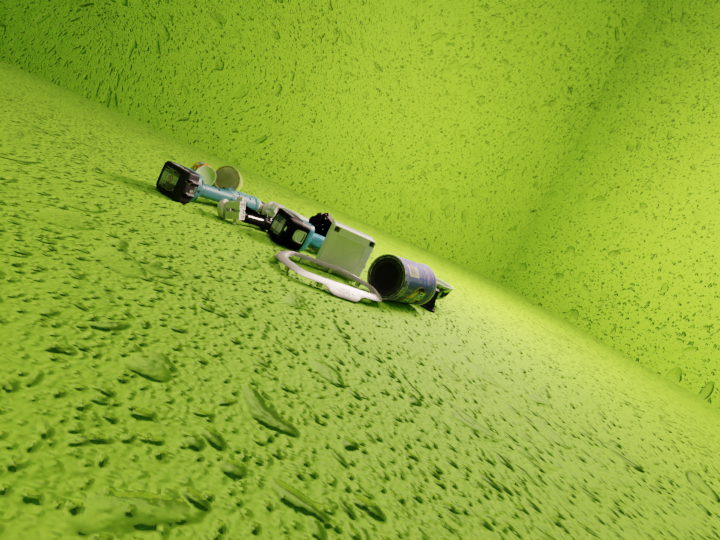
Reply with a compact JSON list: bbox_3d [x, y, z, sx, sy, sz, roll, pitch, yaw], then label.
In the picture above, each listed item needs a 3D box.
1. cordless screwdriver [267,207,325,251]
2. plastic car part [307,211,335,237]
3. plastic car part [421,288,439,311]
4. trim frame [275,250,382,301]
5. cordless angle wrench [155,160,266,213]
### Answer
[{"bbox_3d":[-0.106,-0.069,1.080,0.235,0.074,0.168,22,9,-42],"label":"cordless screwdriver"},{"bbox_3d":[-0.093,-0.117,1.223,0.067,0.069,0.193,-14,-28,11],"label":"plastic car part"},{"bbox_3d":[0.154,0.049,1.091,0.122,0.071,0.063,26,10,25],"label":"plastic car part"},{"bbox_3d":[-0.065,0.013,0.876,0.237,0.027,0.193,22,9,-29],"label":"trim frame"},{"bbox_3d":[-0.361,-0.199,1.158,0.102,0.074,0.406,29,8,21],"label":"cordless angle wrench"}]
